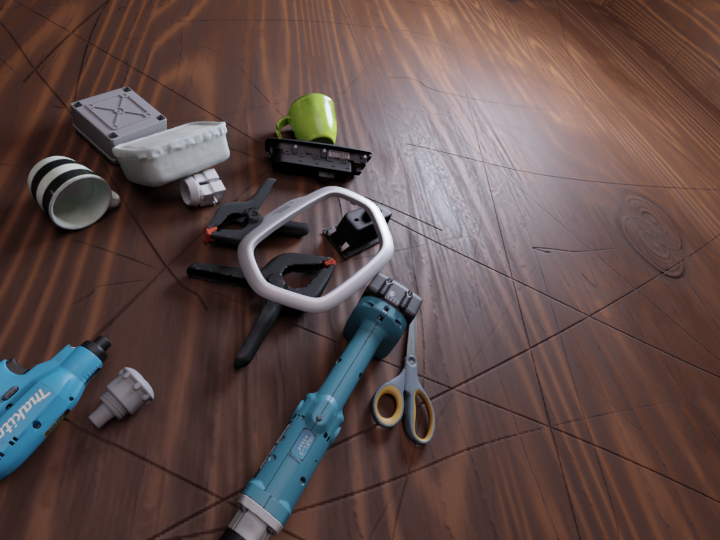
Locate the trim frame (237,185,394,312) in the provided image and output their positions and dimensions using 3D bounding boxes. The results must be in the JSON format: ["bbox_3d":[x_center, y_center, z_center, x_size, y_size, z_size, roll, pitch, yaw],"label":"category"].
[{"bbox_3d":[-0.061,-0.040,0.623,0.190,0.027,0.245,41,60,16],"label":"trim frame"}]

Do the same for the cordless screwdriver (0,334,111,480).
[{"bbox_3d":[-0.407,0.080,0.440,0.249,0.074,0.159,31,48,1],"label":"cordless screwdriver"}]

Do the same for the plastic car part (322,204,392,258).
[{"bbox_3d":[0.006,-0.080,0.716,0.113,0.070,0.068,-27,68,-32],"label":"plastic car part"}]

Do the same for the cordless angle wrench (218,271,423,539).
[{"bbox_3d":[-0.051,0.174,0.482,0.076,0.097,0.421,31,52,6],"label":"cordless angle wrench"}]

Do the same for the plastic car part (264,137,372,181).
[{"bbox_3d":[-0.083,-0.203,0.795,0.198,0.067,0.068,9,77,-15],"label":"plastic car part"}]
